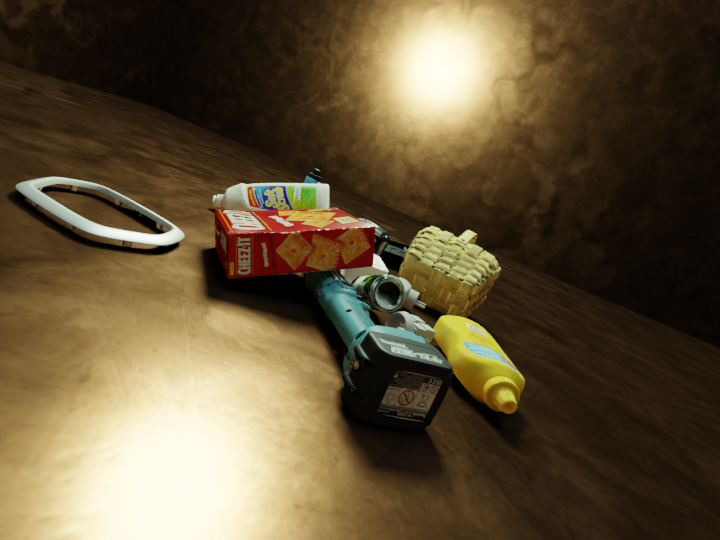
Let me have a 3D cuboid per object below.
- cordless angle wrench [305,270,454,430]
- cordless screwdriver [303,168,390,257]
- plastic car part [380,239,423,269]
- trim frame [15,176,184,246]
[{"bbox_3d":[-0.026,0.044,0.586,0.094,0.074,0.441,16,13,-24],"label":"cordless angle wrench"},{"bbox_3d":[-0.051,-0.120,0.968,0.259,0.158,0.071,30,12,22],"label":"cordless screwdriver"},{"bbox_3d":[0.094,-0.031,1.077,0.198,0.066,0.069,20,39,-13],"label":"plastic car part"},{"bbox_3d":[-0.379,-0.088,0.627,0.257,0.027,0.179,25,15,17],"label":"trim frame"}]
